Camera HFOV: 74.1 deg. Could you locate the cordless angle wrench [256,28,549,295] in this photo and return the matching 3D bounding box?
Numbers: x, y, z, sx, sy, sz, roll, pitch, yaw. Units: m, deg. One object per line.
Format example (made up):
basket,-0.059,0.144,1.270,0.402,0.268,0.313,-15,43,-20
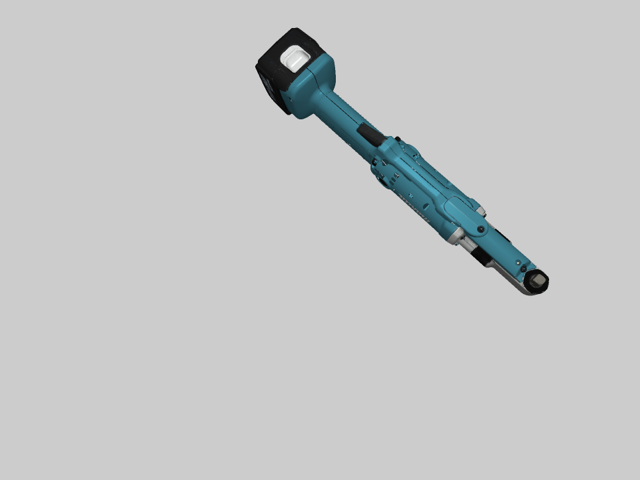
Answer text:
cordless angle wrench,0.092,-0.089,0.507,0.422,0.074,0.098,45,-3,14
